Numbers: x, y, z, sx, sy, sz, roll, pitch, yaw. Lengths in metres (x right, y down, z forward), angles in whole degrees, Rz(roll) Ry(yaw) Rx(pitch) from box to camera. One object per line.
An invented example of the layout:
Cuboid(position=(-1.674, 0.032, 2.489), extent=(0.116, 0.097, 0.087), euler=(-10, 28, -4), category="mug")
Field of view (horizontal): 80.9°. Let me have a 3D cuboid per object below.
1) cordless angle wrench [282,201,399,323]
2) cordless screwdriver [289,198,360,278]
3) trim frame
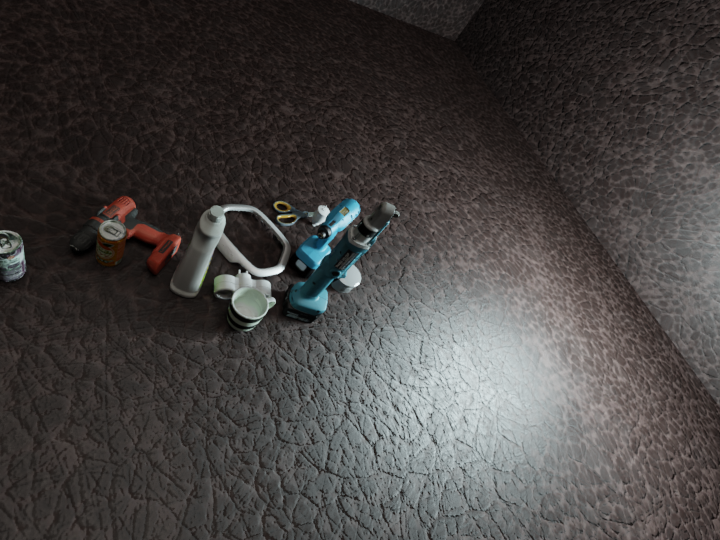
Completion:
Cuboid(position=(-0.053, -0.012, 0.933), extent=(0.095, 0.426, 0.076), euler=(23, 48, -20), category="cordless angle wrench")
Cuboid(position=(-0.105, -0.068, 1.071), extent=(0.074, 0.251, 0.157), euler=(43, 44, -1), category="cordless screwdriver")
Cuboid(position=(-0.294, -0.085, 1.125), extent=(0.253, 0.028, 0.180), euler=(46, 45, 8), category="trim frame")
